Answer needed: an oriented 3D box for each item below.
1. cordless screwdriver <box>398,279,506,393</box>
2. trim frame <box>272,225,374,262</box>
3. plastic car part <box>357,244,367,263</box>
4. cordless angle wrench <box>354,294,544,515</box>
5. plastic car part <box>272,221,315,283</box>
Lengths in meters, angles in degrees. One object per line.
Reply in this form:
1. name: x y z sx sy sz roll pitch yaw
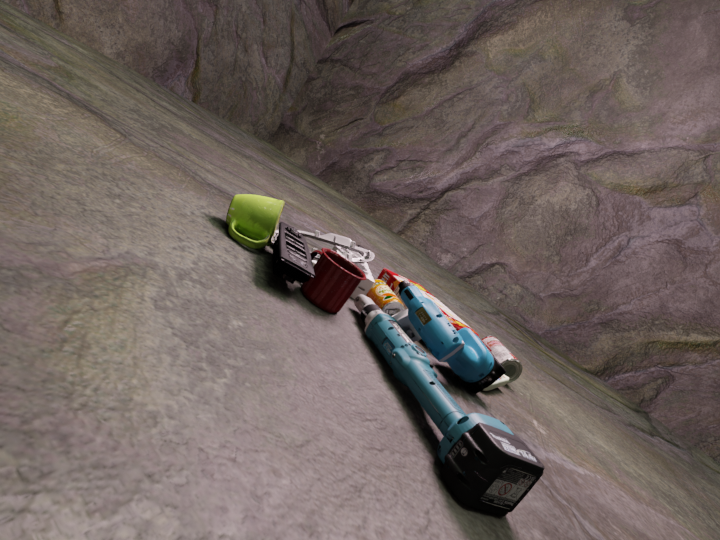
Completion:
1. cordless screwdriver: 0.158 0.118 0.760 0.235 0.075 0.168 40 13 -44
2. trim frame: -0.089 -0.058 0.907 0.260 0.027 0.178 16 16 27
3. plastic car part: -0.015 -0.030 1.081 0.064 0.071 0.120 31 14 -21
4. cordless angle wrench: 0.075 0.141 0.629 0.093 0.074 0.443 28 10 -30
5. plastic car part: -0.126 -0.028 0.753 0.064 0.067 0.210 22 21 -19
